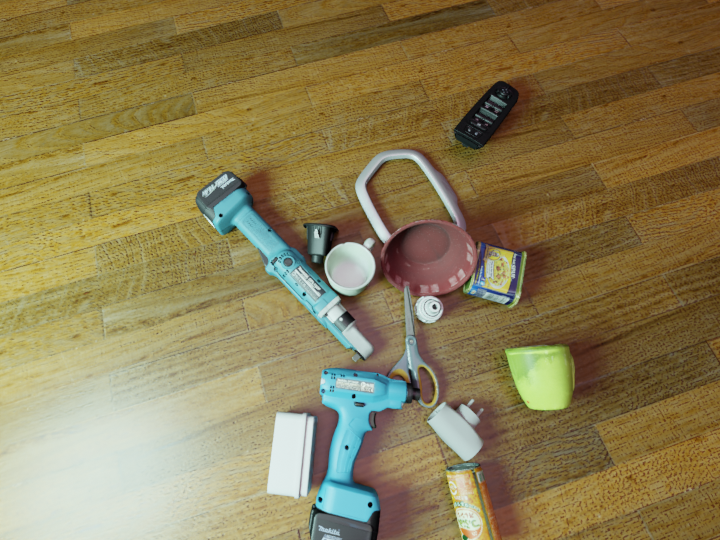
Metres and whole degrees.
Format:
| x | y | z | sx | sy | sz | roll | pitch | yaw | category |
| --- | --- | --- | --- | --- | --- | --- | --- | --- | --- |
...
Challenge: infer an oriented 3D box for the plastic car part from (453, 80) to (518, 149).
| x | y | z | sx | sy | sz | roll | pitch | yaw | category |
| --- | --- | --- | --- | --- | --- | --- | --- | --- | --- |
| 0.262 | -0.314 | 0.872 | 0.069 | 0.065 | 0.202 | 31 | 68 | 17 | plastic car part |

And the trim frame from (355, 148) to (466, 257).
| x | y | z | sx | sy | sz | roll | pitch | yaw | category |
| --- | --- | --- | --- | --- | --- | --- | --- | --- | --- |
| 0.098 | -0.135 | 0.830 | 0.183 | 0.027 | 0.257 | -25 | 69 | -7 | trim frame |

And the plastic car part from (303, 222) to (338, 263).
| x | y | z | sx | sy | sz | roll | pitch | yaw | category |
| --- | --- | --- | --- | --- | --- | --- | --- | --- | --- |
| -0.075 | -0.049 | 0.762 | 0.066 | 0.117 | 0.071 | 5 | 94 | -1 | plastic car part |

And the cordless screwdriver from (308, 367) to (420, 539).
| x | y | z | sx | sy | sz | roll | pitch | yaw | category |
| --- | --- | --- | --- | --- | --- | --- | --- | --- | --- |
| 0.007 | 0.282 | 0.641 | 0.160 | 0.072 | 0.253 | 5 | 69 | 3 | cordless screwdriver |

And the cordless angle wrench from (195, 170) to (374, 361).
| x | y | z | sx | sy | sz | roll | pitch | yaw | category |
| --- | --- | --- | --- | --- | --- | --- | --- | --- | --- |
| -0.132 | -0.007 | 0.764 | 0.097 | 0.073 | 0.434 | -42 | 76 | -14 | cordless angle wrench |
